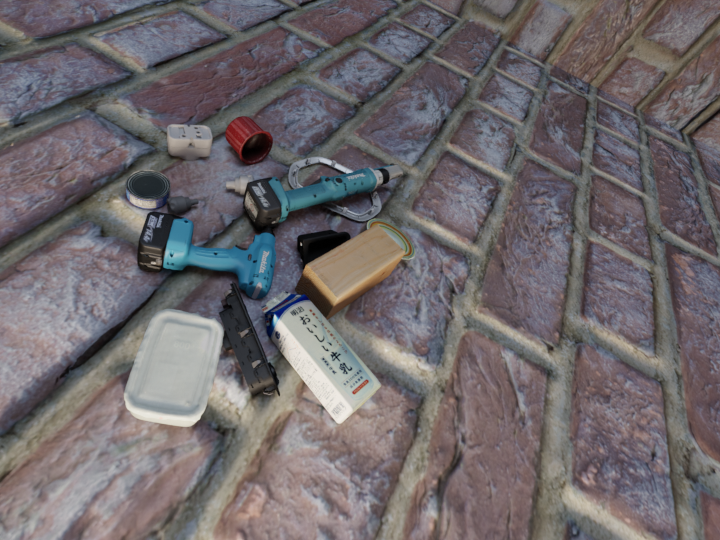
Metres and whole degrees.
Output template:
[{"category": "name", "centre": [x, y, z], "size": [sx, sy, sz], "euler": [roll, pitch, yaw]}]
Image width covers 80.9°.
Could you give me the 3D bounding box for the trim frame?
[{"category": "trim frame", "centre": [-0.060, -0.208, 1.049], "size": [0.249, 0.027, 0.185], "euler": [28, 49, 1]}]

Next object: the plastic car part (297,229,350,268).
[{"category": "plastic car part", "centre": [-0.087, -0.057, 0.892], "size": [0.112, 0.064, 0.075], "euler": [-18, 34, -34]}]

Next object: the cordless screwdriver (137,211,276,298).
[{"category": "cordless screwdriver", "centre": [-0.281, -0.047, 0.803], "size": [0.243, 0.074, 0.164], "euler": [15, 48, -14]}]

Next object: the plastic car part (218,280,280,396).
[{"category": "plastic car part", "centre": [-0.192, 0.120, 0.703], "size": [0.065, 0.065, 0.211], "euler": [-23, 63, -25]}]

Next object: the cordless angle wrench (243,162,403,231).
[{"category": "cordless angle wrench", "centre": [-0.061, -0.192, 0.978], "size": [0.410, 0.074, 0.102], "euler": [-21, 66, -31]}]
